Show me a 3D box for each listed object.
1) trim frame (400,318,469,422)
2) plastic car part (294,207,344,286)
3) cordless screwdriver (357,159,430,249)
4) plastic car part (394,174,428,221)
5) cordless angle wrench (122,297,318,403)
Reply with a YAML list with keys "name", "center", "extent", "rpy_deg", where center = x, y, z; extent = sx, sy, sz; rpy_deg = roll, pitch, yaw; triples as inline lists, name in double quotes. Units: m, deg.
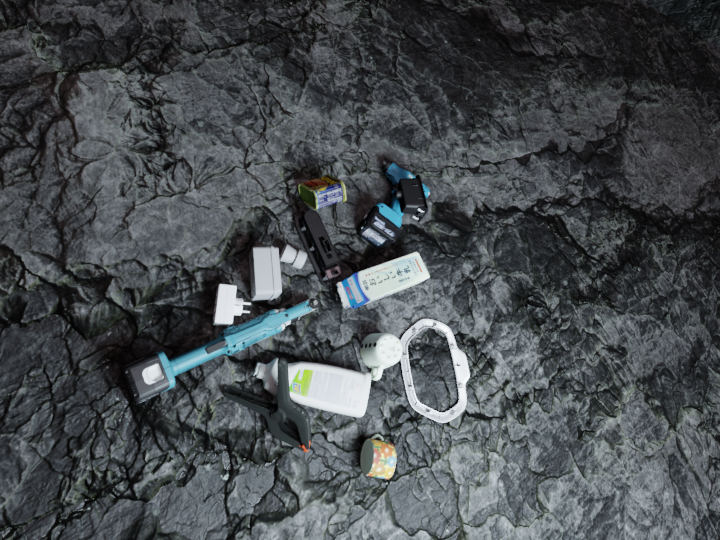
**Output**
- name: "trim frame"
  center: [0.186, 0.243, 1.047]
  extent: [0.178, 0.028, 0.254]
  rpy_deg: [-1, 69, -22]
- name: "plastic car part"
  center: [-0.102, -0.066, 1.039]
  extent: [0.065, 0.067, 0.207]
  rpy_deg: [-22, 77, -20]
- name: "cordless screwdriver"
  center: [0.075, -0.186, 1.140]
  extent: [0.158, 0.075, 0.248]
  rpy_deg: [39, 59, -4]
- name: "plastic car part"
  center: [0.125, -0.191, 1.095]
  extent: [0.069, 0.065, 0.120]
  rpy_deg: [-3, 65, -15]
- name: "cordless angle wrench"
  center: [-0.268, 0.146, 0.888]
  extent: [0.411, 0.099, 0.075]
  rpy_deg: [-23, 83, -30]
